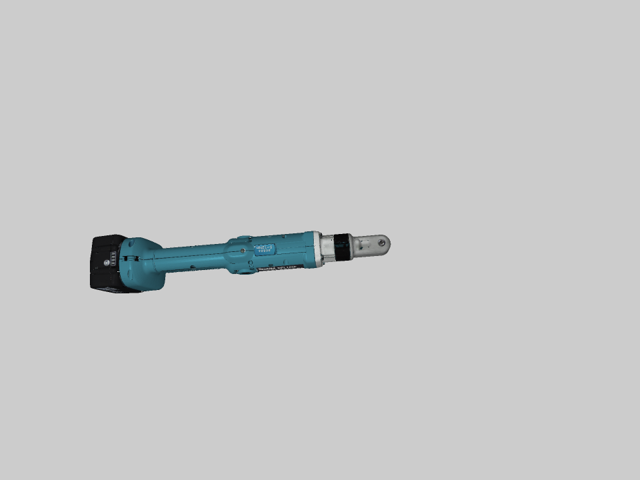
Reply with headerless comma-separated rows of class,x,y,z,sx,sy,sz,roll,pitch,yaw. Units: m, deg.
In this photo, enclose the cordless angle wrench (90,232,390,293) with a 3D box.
cordless angle wrench,-0.110,0.023,0.618,0.423,0.074,0.098,-5,-14,2
